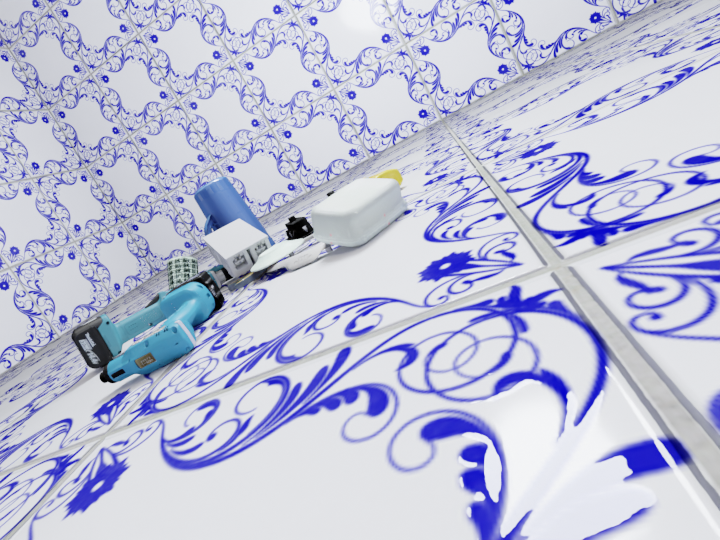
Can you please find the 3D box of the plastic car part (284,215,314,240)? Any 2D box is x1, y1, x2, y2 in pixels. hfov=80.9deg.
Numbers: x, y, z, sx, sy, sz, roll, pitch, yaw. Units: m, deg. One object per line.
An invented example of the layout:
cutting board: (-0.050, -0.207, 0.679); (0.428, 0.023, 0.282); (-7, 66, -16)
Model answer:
plastic car part: (-0.164, -0.115, 1.127); (0.065, 0.065, 0.210); (-25, 16, -14)

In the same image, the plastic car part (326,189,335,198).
plastic car part: (-0.064, -0.174, 1.108); (0.066, 0.069, 0.118); (-26, 17, 8)

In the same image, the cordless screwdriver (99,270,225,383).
cordless screwdriver: (-0.335, 0.096, 0.737); (0.160, 0.072, 0.254); (-28, 19, 6)

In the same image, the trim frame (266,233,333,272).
trim frame: (-0.082, -0.054, 0.841); (0.255, 0.027, 0.183); (-20, 17, 26)

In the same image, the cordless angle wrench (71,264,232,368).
cordless angle wrench: (-0.436, 0.071, 0.985); (0.414, 0.096, 0.077); (-35, 13, -34)
